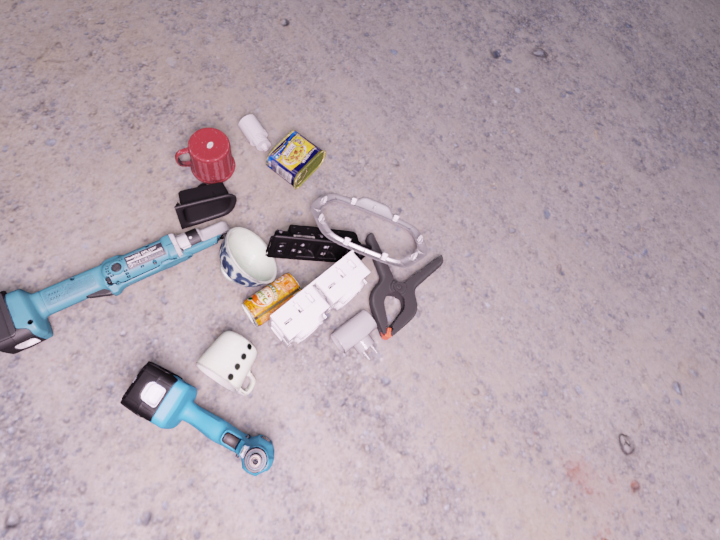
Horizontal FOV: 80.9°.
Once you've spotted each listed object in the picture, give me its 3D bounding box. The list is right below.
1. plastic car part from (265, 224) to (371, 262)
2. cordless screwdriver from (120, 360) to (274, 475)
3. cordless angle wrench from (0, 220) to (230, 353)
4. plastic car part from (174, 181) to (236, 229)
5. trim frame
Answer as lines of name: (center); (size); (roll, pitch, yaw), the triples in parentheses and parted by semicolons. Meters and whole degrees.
plastic car part: (-0.080, -0.052, 0.819); (0.197, 0.065, 0.070); (8, 44, -18)
cordless screwdriver: (-0.243, 0.232, 0.648); (0.251, 0.157, 0.074); (29, 69, 4)
cordless angle wrench: (-0.432, 0.005, 0.758); (0.415, 0.074, 0.100); (-28, 77, -19)
plastic car part: (-0.311, -0.140, 0.836); (0.114, 0.064, 0.074); (-22, 62, -19)
trim frame: (0.019, -0.087, 0.838); (0.249, 0.027, 0.186); (20, 37, 0)
